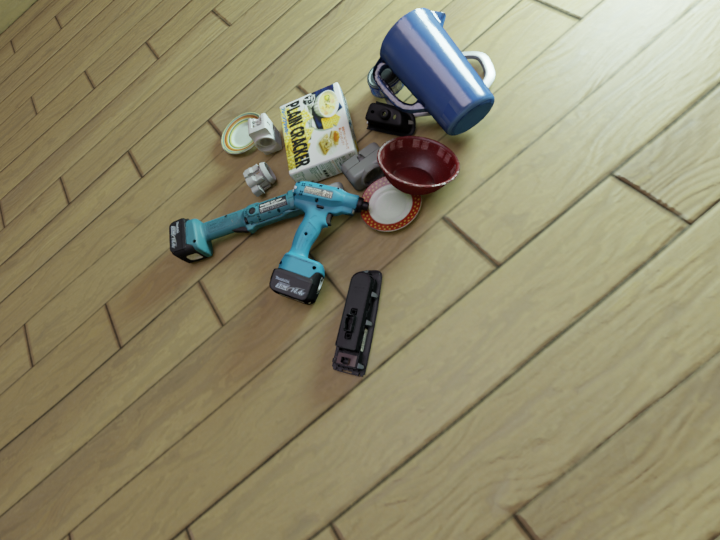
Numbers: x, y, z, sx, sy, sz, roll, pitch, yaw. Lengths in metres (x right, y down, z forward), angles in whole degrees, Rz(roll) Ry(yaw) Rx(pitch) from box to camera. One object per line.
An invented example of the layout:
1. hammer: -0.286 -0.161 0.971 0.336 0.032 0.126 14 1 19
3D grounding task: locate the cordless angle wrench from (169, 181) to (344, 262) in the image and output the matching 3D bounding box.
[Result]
1. cordless angle wrench: -0.239 -0.124 0.971 0.430 0.071 0.101 -17 67 13

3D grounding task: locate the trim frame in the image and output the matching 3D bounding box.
1. trim frame: 0.170 -0.423 0.952 0.258 0.026 0.186 2 70 25

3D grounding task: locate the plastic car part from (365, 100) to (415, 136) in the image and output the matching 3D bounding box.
1. plastic car part: 0.059 -0.337 0.928 0.123 0.068 0.065 26 104 31

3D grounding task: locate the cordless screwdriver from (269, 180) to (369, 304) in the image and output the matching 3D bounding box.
1. cordless screwdriver: -0.084 -0.055 0.860 0.162 0.072 0.250 13 78 9

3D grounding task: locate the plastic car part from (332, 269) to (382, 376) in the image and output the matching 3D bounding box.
1. plastic car part: -0.010 0.087 0.793 0.069 0.063 0.205 3 67 29
